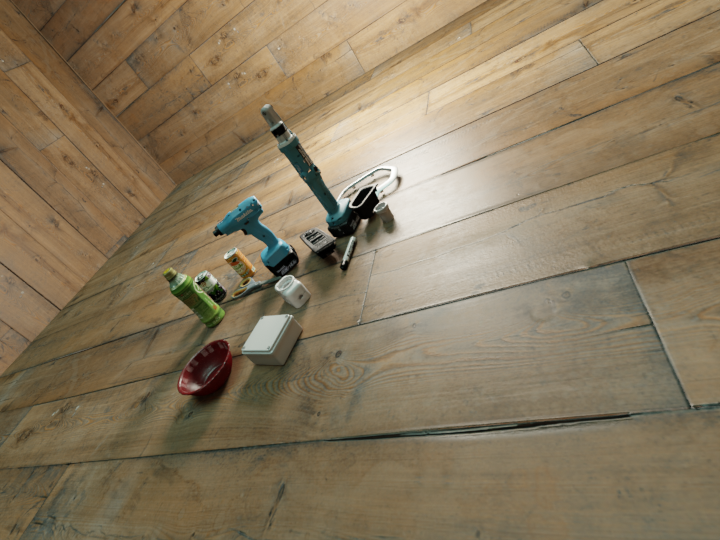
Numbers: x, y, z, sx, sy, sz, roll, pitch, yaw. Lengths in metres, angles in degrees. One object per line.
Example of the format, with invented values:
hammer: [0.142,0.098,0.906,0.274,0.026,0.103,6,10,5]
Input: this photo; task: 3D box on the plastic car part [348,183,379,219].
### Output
plastic car part: [0.016,-0.190,1.229,0.069,0.068,0.117,-9,40,41]

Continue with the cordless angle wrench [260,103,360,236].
cordless angle wrench: [-0.142,-0.273,1.174,0.077,0.405,0.098,-14,34,37]

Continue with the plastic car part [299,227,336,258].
plastic car part: [-0.120,-0.078,1.223,0.066,0.064,0.213,-40,30,-6]

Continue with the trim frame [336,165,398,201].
trim frame: [0.014,-0.261,1.369,0.252,0.026,0.190,-29,31,14]

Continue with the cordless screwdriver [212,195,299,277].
cordless screwdriver: [-0.304,-0.082,1.248,0.159,0.238,0.078,-37,27,0]
